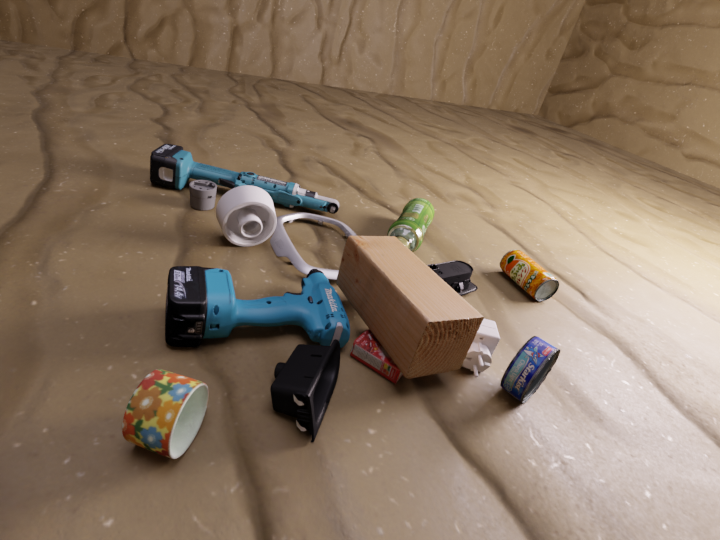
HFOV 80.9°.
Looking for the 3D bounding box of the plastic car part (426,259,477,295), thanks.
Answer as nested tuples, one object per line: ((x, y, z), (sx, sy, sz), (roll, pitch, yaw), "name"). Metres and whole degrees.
((0.125, 0.018, 0.741), (0.195, 0.066, 0.070), (-6, 28, -32), "plastic car part")

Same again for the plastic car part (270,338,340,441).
((-0.070, 0.129, 0.502), (0.072, 0.064, 0.117), (3, 26, 11), "plastic car part")

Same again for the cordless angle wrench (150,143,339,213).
((-0.254, -0.193, 0.954), (0.423, 0.073, 0.100), (14, 31, -1), "cordless angle wrench")

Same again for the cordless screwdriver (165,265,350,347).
((-0.147, 0.040, 0.605), (0.241, 0.073, 0.166), (5, 31, -18), "cordless screwdriver")

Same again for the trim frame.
((-0.080, -0.052, 0.819), (0.178, 0.027, 0.262), (-4, 36, -26), "trim frame")
